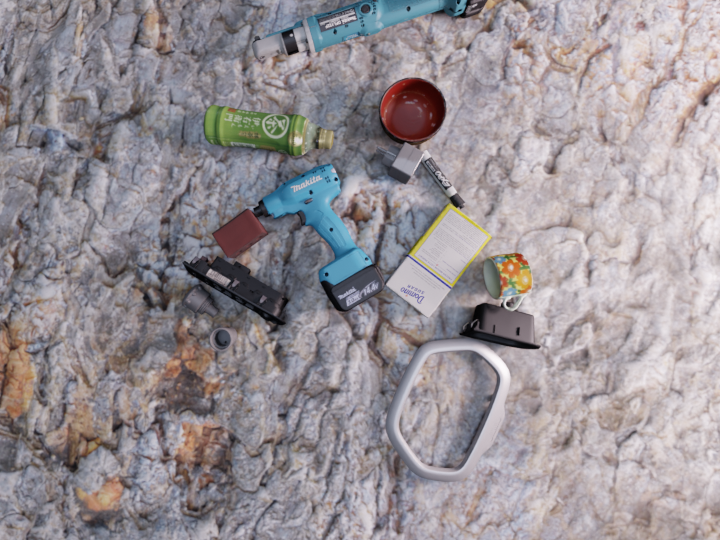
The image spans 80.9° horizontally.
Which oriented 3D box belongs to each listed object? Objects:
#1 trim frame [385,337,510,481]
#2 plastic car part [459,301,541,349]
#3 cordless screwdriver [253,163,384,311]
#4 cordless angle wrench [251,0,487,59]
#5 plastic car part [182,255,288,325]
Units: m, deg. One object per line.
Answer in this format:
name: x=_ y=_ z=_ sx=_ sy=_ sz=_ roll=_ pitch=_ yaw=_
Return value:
trim frame: x=0.150 y=0.233 z=0.715 sx=0.186 sy=0.027 sz=0.249 roll=24 pitch=86 yaw=6
plastic car part: x=0.236 y=0.087 z=0.707 sx=0.117 sy=0.065 sz=0.072 roll=10 pitch=74 yaw=0
cordless screwdriver: x=-0.071 y=-0.046 z=0.727 sx=0.159 sy=0.073 sz=0.252 roll=-26 pitch=81 yaw=1
cordless angle wrench: x=0.010 y=-0.452 z=0.752 sx=0.426 sy=0.073 sz=0.098 roll=-16 pitch=87 yaw=5
plastic car part: x=-0.208 y=0.029 z=0.739 sx=0.205 sy=0.066 sz=0.067 roll=33 pitch=63 yaw=6
